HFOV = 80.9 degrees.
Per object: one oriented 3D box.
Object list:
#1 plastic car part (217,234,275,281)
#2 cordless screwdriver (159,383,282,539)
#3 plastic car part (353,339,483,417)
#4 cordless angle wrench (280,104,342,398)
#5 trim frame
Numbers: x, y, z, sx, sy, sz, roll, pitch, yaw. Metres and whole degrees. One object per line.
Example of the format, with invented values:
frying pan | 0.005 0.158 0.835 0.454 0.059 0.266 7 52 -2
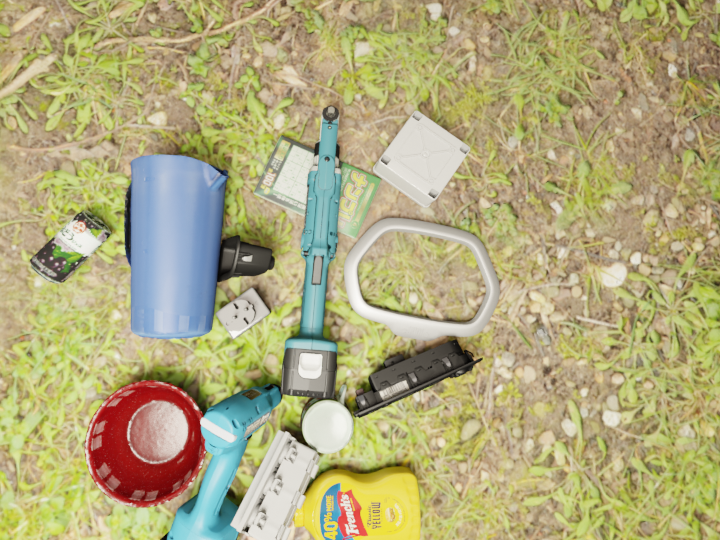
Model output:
plastic car part | -0.162 -0.014 0.613 0.068 0.121 0.066 8 83 -30
cordless screwdriver | -0.176 0.274 0.563 0.077 0.154 0.248 20 95 15
plastic car part | 0.078 0.155 0.624 0.202 0.064 0.070 -18 60 -5
cordless angle wrench | -0.061 -0.040 0.623 0.074 0.098 0.426 5 81 -6
trim frame | 0.096 0.014 0.660 0.247 0.027 0.185 10 80 -4
